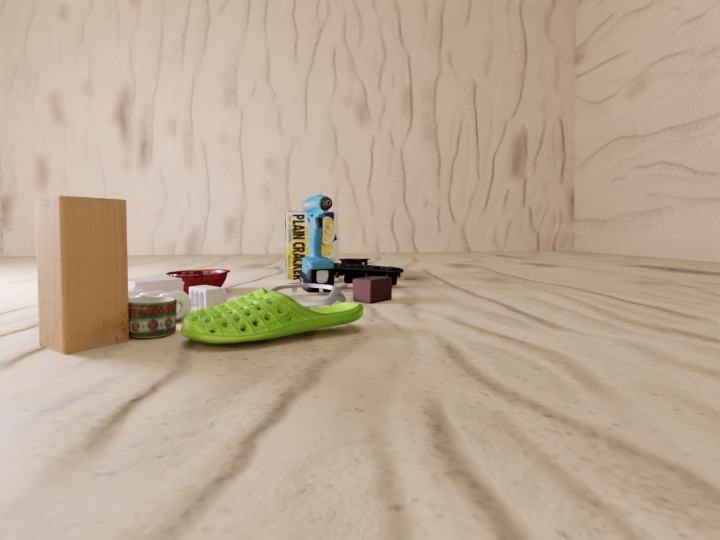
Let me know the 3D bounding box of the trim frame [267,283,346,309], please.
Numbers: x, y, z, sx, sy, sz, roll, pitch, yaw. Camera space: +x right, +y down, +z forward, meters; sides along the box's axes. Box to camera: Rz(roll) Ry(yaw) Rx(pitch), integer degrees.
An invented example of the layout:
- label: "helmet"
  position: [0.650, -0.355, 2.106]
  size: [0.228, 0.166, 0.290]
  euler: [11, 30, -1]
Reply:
- label: "trim frame"
  position: [-0.125, 0.056, 0.931]
  size: [0.186, 0.027, 0.247]
  euler: [0, 5, 4]

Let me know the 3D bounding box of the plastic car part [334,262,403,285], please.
- label: "plastic car part"
  position: [0.019, 0.013, 1.160]
  size: [0.203, 0.067, 0.066]
  euler: [-1, 4, -1]

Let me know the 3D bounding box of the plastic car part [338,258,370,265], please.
- label: "plastic car part"
  position: [-0.017, -0.006, 1.339]
  size: [0.063, 0.071, 0.122]
  euler: [-2, 5, -30]

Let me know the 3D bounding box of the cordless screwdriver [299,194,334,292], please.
- label: "cordless screwdriver"
  position: [-0.106, -0.069, 1.084]
  size: [0.072, 0.248, 0.164]
  euler: [-1, 3, -21]
